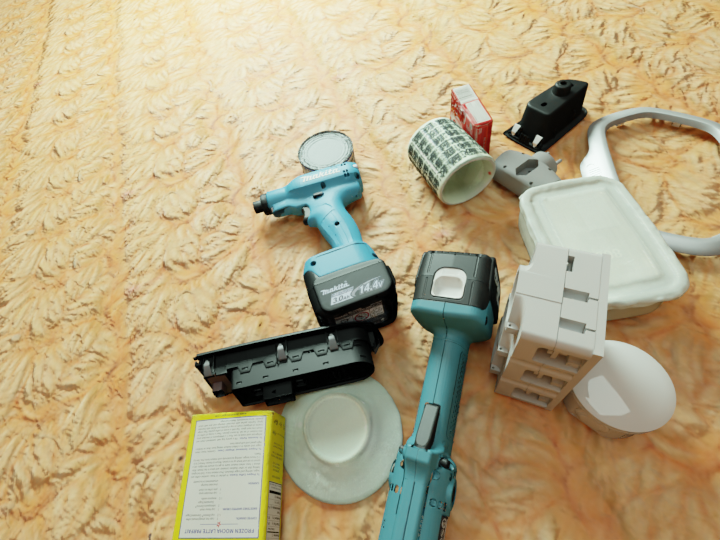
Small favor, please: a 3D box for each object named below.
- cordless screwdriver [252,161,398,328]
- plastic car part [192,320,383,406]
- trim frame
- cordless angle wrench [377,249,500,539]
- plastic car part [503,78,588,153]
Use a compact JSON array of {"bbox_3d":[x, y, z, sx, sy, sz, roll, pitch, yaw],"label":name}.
[{"bbox_3d":[-0.053,-0.035,0.541,0.160,0.071,0.259,-17,51,1],"label":"cordless screwdriver"},{"bbox_3d":[-0.071,0.101,0.448,0.203,0.063,0.070,-16,39,-1],"label":"plastic car part"},{"bbox_3d":[0.382,-0.121,0.525,0.188,0.026,0.254,-1,58,11],"label":"trim frame"},{"bbox_3d":[0.053,0.182,0.366,0.077,0.093,0.427,4,62,26],"label":"cordless angle wrench"},{"bbox_3d":[0.272,-0.230,0.597,0.116,0.068,0.069,-38,60,-10],"label":"plastic car part"}]
